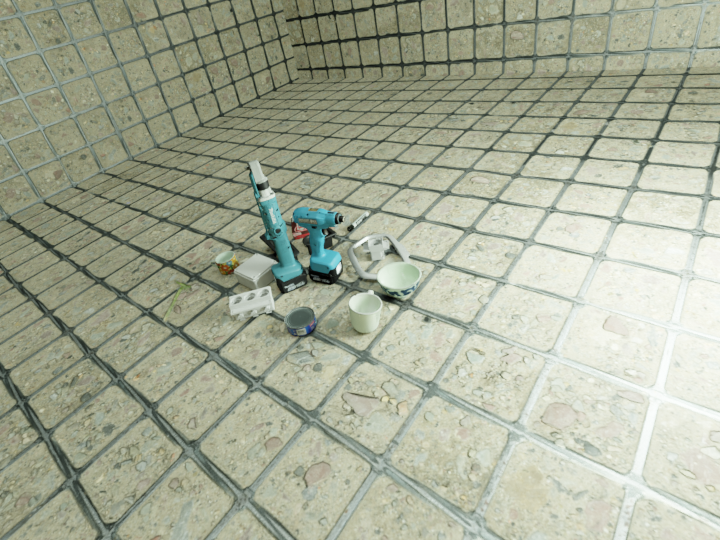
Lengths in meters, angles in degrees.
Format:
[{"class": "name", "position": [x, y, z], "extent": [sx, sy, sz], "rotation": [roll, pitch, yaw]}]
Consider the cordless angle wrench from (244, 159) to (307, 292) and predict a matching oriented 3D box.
[{"class": "cordless angle wrench", "position": [-0.248, -0.123, 1.223], "extent": [0.096, 0.407, 0.078], "rotation": [-21, 35, -14]}]

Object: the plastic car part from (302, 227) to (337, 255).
[{"class": "plastic car part", "position": [-0.140, -0.092, 1.432], "extent": [0.114, 0.068, 0.070], "rotation": [-29, 38, -21]}]

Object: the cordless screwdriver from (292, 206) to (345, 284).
[{"class": "cordless screwdriver", "position": [-0.101, -0.074, 1.249], "extent": [0.166, 0.239, 0.074], "rotation": [8, 39, 27]}]

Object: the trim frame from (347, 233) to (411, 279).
[{"class": "trim frame", "position": [0.059, -0.045, 1.336], "extent": [0.183, 0.026, 0.260], "rotation": [-18, 36, -6]}]

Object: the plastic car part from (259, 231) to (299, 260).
[{"class": "plastic car part", "position": [-0.275, -0.075, 1.460], "extent": [0.065, 0.064, 0.215], "rotation": [-30, 38, -22]}]
